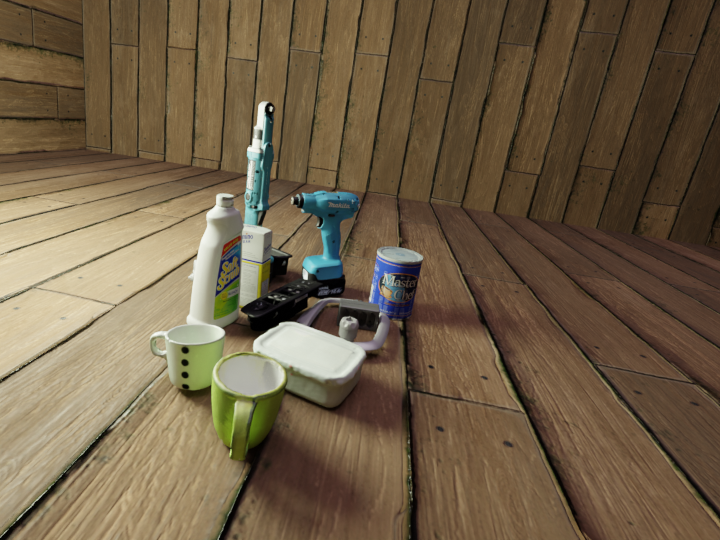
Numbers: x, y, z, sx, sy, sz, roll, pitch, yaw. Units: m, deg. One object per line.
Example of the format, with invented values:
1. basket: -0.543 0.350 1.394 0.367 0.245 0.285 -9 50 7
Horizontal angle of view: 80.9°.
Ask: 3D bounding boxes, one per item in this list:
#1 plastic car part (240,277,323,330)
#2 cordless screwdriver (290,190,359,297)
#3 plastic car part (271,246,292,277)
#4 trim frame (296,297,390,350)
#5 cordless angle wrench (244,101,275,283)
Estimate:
1. plastic car part: -0.161 0.070 0.858 0.069 0.066 0.196 18 22 28
2. cordless screwdriver: -0.097 -0.063 0.991 0.153 0.245 0.078 1 19 -25
3. plastic car part: -0.230 -0.019 1.080 0.123 0.070 0.063 22 22 36
4. trim frame: -0.035 0.107 0.860 0.188 0.027 0.247 11 19 9
5. cordless angle wrench: -0.238 -0.169 0.976 0.103 0.417 0.071 22 21 37
